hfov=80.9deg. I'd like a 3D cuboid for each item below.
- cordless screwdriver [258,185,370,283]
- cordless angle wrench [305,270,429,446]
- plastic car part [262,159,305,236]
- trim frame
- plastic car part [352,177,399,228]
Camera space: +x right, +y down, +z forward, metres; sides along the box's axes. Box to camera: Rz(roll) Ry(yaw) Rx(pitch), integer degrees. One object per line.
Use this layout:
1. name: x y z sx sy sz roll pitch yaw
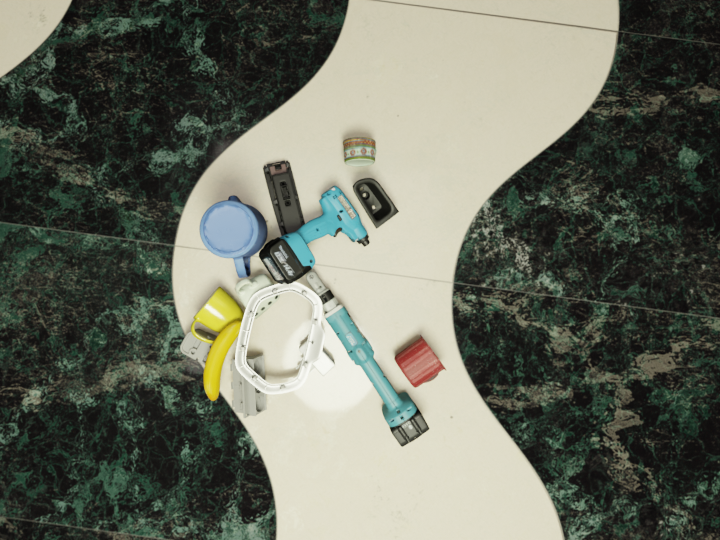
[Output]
1. cordless screwdriver: -0.092 -0.060 0.936 0.246 0.077 0.156 -44 104 -26
2. cordless angle wrench: -0.001 0.181 0.950 0.074 0.097 0.428 -34 84 0
3. plastic car part: -0.170 -0.159 0.984 0.065 0.068 0.203 -14 90 -18
4. trim frame: -0.170 0.146 0.918 0.179 0.028 0.249 14 85 -14
5. plastic car part: 0.023 -0.165 0.978 0.066 0.073 0.113 -37 105 -4
